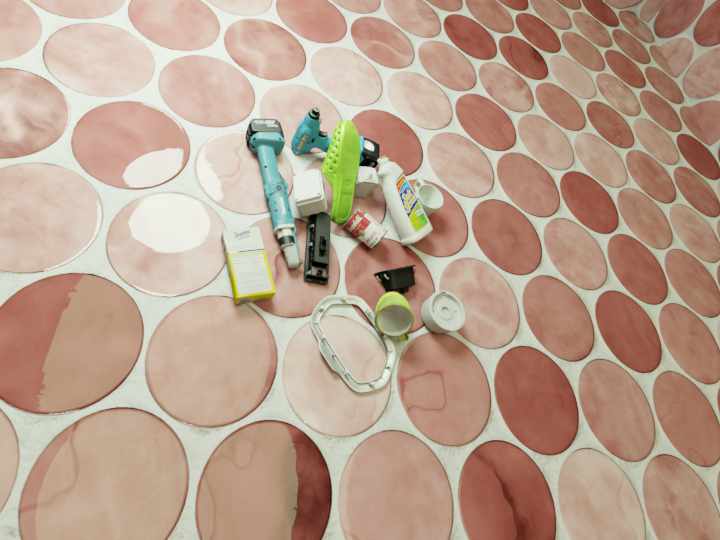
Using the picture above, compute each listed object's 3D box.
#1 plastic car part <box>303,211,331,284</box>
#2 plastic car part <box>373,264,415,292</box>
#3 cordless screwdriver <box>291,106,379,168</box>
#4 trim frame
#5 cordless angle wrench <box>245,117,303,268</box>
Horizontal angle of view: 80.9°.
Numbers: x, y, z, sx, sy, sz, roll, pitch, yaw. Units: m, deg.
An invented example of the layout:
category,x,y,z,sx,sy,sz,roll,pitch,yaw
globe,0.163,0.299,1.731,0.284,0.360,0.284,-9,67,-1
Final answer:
category,x,y,z,sx,sy,sz,roll,pitch,yaw
plastic car part,-0.106,-0.069,1.086,0.065,0.066,0.208,7,59,-13
plastic car part,0.105,0.026,1.124,0.112,0.068,0.071,-7,84,-29
cordless screwdriver,-0.060,-0.364,1.196,0.242,0.160,0.076,16,58,-17
trim frame,-0.015,0.168,1.017,0.180,0.028,0.253,-28,79,-30
cordless angle wrench,-0.219,-0.203,1.106,0.095,0.075,0.434,-6,69,-25
